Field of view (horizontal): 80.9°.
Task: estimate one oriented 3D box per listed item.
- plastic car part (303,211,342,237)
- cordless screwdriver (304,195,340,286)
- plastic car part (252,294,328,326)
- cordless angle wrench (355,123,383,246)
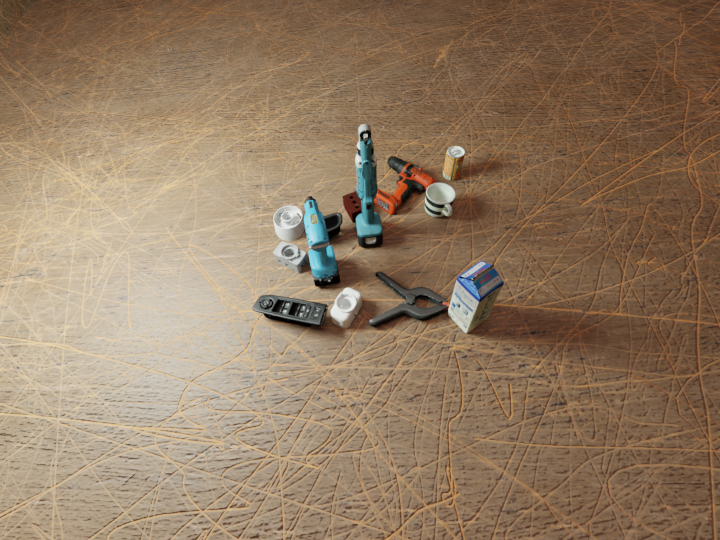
[{"bbox_3d":[-0.104,-0.121,1.273,0.116,0.068,0.069,-19,58,-6],"label":"plastic car part"},{"bbox_3d":[-0.111,-0.073,1.140,0.074,0.240,0.165,-12,58,-4],"label":"cordless screwdriver"},{"bbox_3d":[-0.189,0.110,1.136,0.208,0.064,0.067,11,59,14],"label":"plastic car part"},{"bbox_3d":[0.018,-0.213,1.112,0.074,0.408,0.101,-5,58,0],"label":"cordless angle wrench"}]
